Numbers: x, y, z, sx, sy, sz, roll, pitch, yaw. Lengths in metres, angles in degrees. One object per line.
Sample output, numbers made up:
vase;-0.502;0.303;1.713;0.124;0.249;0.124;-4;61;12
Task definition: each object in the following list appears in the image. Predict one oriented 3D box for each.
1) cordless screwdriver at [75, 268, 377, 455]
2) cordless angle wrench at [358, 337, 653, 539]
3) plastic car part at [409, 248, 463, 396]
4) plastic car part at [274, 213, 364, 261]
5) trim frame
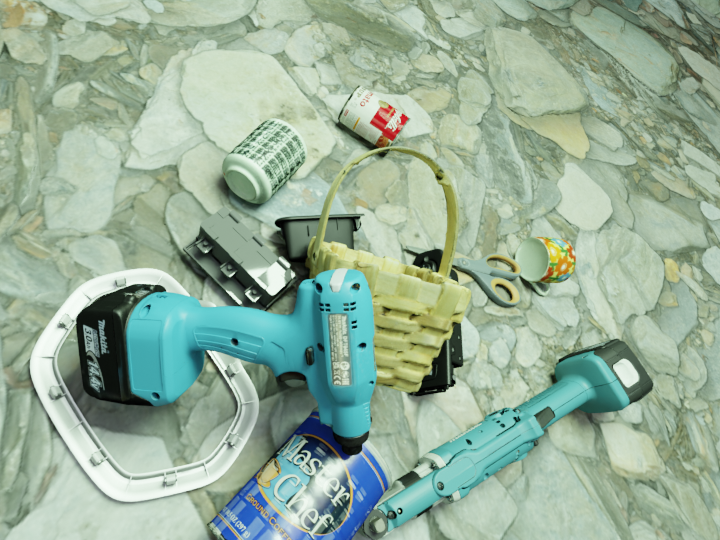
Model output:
cordless screwdriver;-0.111;0.084;0.372;0.253;0.074;0.157;-2;101;10
cordless angle wrench;0.176;0.196;0.505;0.412;0.098;0.076;-19;73;-24
plastic car part;0.105;0.063;0.562;0.064;0.067;0.208;18;57;-26
plastic car part;-0.055;-0.036;0.563;0.113;0.067;0.072;-7;81;-22
trim frame;-0.216;0.105;0.438;0.180;0.027;0.254;-34;76;-33
